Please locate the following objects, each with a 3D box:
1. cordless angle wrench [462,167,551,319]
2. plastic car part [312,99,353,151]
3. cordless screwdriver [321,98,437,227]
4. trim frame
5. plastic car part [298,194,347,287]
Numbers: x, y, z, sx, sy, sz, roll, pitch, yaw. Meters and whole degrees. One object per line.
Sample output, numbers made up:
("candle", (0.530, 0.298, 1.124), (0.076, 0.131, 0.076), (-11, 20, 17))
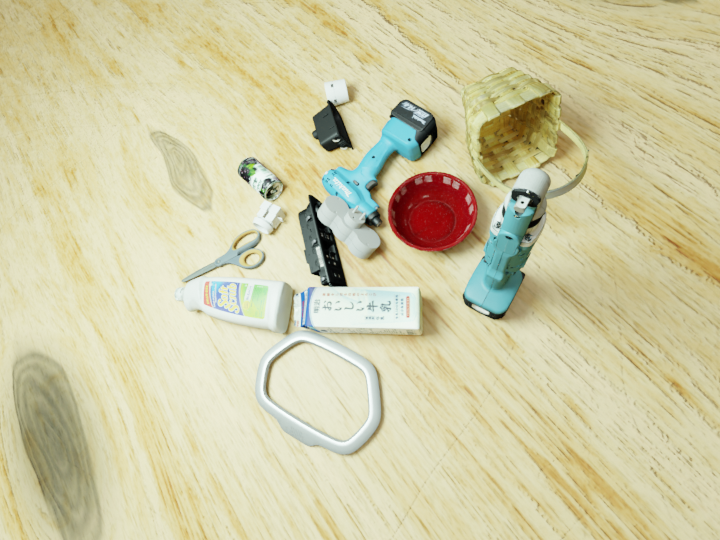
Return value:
("cordless angle wrench", (0.193, -0.023, 0.560), (0.077, 0.406, 0.098), (28, 80, 18))
("plastic car part", (-0.072, -0.311, 0.938), (0.072, 0.062, 0.121), (-29, 63, 18))
("cordless screwdriver", (0.056, -0.213, 0.856), (0.249, 0.071, 0.166), (-44, 66, 2))
("trim frame", (-0.080, 0.216, 0.766), (0.258, 0.026, 0.184), (21, 77, 20))
("plastic car part", (-0.083, -0.054, 0.849), (0.069, 0.063, 0.208), (-26, 65, 33))
